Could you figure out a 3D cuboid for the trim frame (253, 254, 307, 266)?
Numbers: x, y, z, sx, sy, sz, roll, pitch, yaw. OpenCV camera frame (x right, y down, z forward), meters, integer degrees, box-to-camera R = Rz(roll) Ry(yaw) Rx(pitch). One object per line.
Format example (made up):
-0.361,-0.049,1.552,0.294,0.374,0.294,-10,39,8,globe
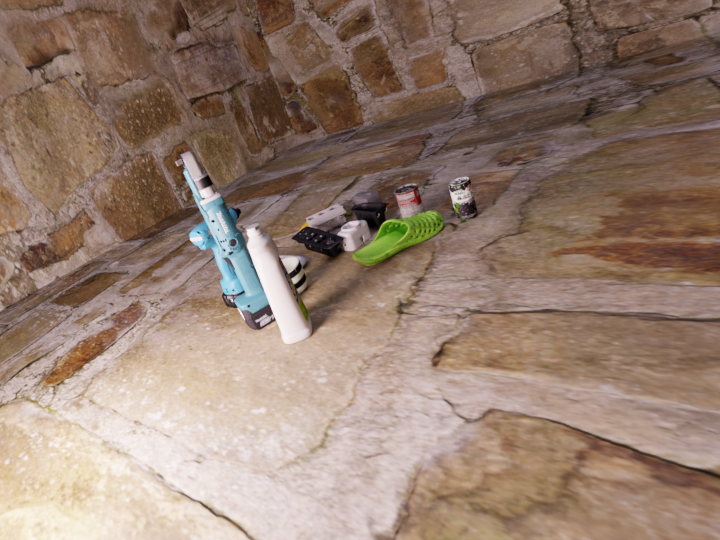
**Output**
-0.269,-0.005,1.258,0.261,0.026,0.181,1,33,40,trim frame

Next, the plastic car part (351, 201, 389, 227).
0.032,-0.166,1.288,0.065,0.068,0.123,-36,28,-32,plastic car part

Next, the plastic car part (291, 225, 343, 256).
-0.122,-0.080,1.243,0.065,0.065,0.214,-34,27,-27,plastic car part

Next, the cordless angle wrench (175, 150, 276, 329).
-0.292,-0.064,0.942,0.096,0.410,0.078,-29,23,-21,cordless angle wrench

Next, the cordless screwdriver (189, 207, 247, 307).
-0.332,-0.034,1.113,0.078,0.241,0.157,-4,28,36,cordless screwdriver
